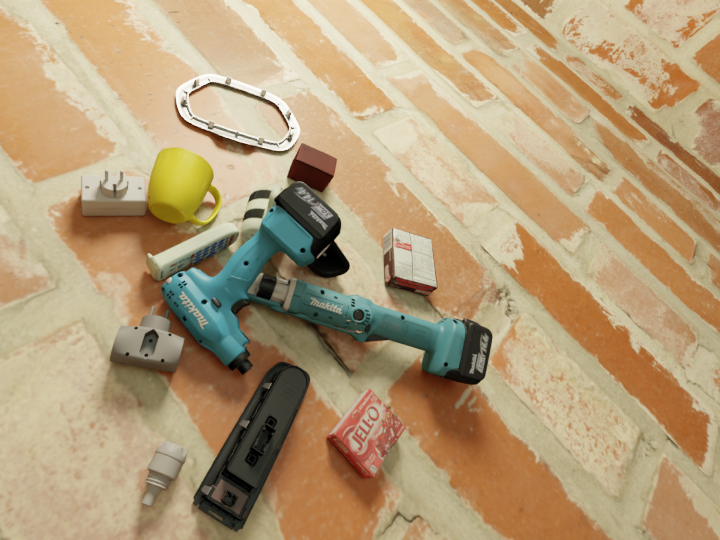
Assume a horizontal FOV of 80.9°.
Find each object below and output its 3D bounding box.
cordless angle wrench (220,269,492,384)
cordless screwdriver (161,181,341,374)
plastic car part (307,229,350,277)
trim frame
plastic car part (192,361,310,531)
[{"bbox_3d":[-0.009,0.071,0.646,0.416,0.075,0.098,18,78,-8],"label":"cordless angle wrench"},{"bbox_3d":[-0.127,0.007,0.575,0.248,0.074,0.161,-41,86,-7],"label":"cordless screwdriver"},{"bbox_3d":[-0.068,-0.045,0.696,0.110,0.067,0.074,50,18,-46],"label":"plastic car part"},{"bbox_3d":[-0.236,-0.315,0.836,0.240,0.028,0.189,15,54,-19],"label":"trim frame"},{"bbox_3d":[-0.120,0.194,0.519,0.066,0.066,0.204,28,47,-1],"label":"plastic car part"}]
